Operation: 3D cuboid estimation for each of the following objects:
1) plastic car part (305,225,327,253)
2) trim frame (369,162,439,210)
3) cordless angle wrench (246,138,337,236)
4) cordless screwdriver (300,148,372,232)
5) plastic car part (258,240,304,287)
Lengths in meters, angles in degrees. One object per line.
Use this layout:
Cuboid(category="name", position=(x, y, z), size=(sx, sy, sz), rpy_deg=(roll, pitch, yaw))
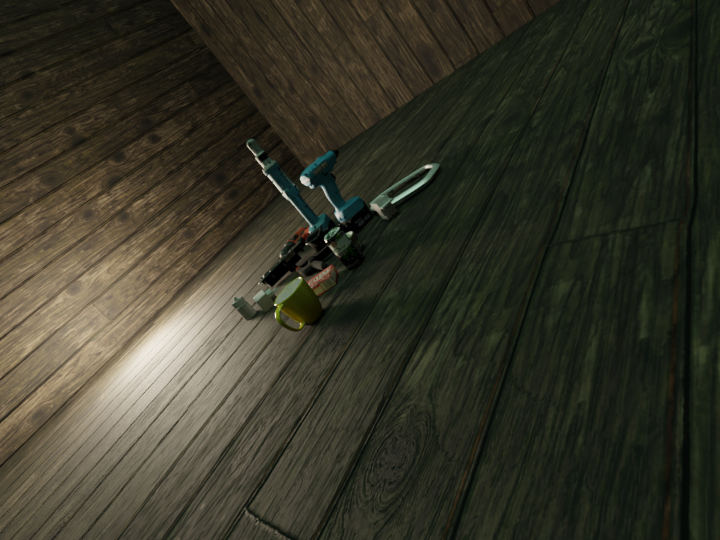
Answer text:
Cuboid(category="plastic car part", position=(-0.132, -0.087, 1.355), size=(0.066, 0.069, 0.119), rpy_deg=(-37, 19, 10))
Cuboid(category="trim frame", position=(0.133, -0.252, 1.295), size=(0.252, 0.027, 0.187), rpy_deg=(-32, 21, 21))
Cuboid(category="cordless angle wrench", position=(-0.236, -0.267, 1.418), size=(0.075, 0.412, 0.099), rpy_deg=(-34, 16, 22))
Cuboid(category="cordless screwdriver", position=(-0.060, -0.247, 1.313), size=(0.158, 0.242, 0.077), rpy_deg=(-48, 17, -27))
Cuboid(category="plastic car part", position=(-0.261, -0.015, 1.438), size=(0.202, 0.065, 0.068), rpy_deg=(-41, 17, -4))
